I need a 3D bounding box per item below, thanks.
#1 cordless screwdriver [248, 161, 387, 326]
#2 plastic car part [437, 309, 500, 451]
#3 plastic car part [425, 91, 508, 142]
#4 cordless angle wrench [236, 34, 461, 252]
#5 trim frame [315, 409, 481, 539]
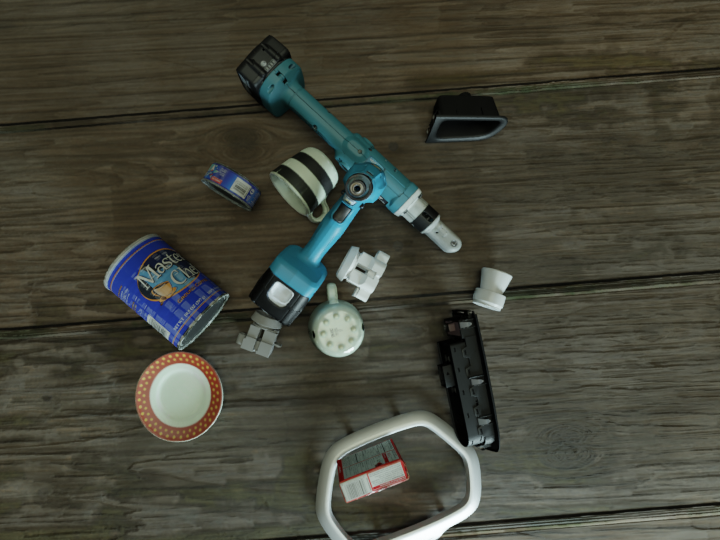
[{"bbox_3d":[-0.055,-0.036,0.563,0.074,0.159,0.249,37,106,-4],"label":"cordless screwdriver"},{"bbox_3d":[0.151,0.162,0.605,0.065,0.068,0.204,-12,86,-22],"label":"plastic car part"},{"bbox_3d":[0.162,-0.248,0.669,0.116,0.065,0.072,-5,71,-5],"label":"plastic car part"},{"bbox_3d":[-0.008,-0.176,0.644,0.424,0.098,0.074,43,88,1],"label":"cordless angle wrench"},{"bbox_3d":[0.054,0.312,0.616,0.247,0.027,0.186,-22,83,-4],"label":"trim frame"}]
